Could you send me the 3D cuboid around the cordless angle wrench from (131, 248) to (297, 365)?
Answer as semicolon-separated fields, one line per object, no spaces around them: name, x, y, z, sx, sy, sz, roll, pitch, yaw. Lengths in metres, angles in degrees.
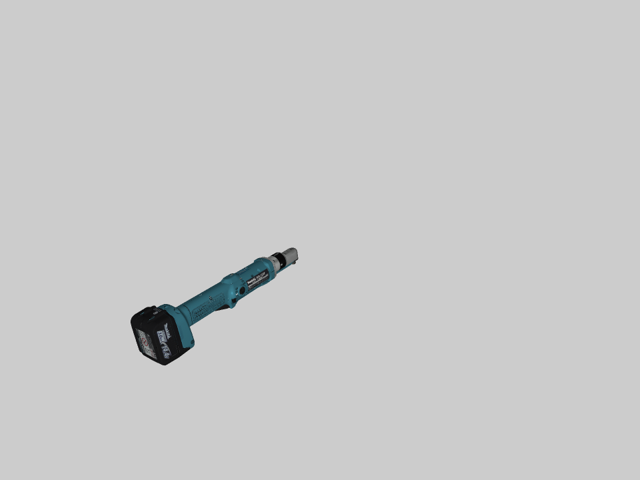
cordless angle wrench;-0.185;0.104;0.897;0.074;0.098;0.421;10;27;35
